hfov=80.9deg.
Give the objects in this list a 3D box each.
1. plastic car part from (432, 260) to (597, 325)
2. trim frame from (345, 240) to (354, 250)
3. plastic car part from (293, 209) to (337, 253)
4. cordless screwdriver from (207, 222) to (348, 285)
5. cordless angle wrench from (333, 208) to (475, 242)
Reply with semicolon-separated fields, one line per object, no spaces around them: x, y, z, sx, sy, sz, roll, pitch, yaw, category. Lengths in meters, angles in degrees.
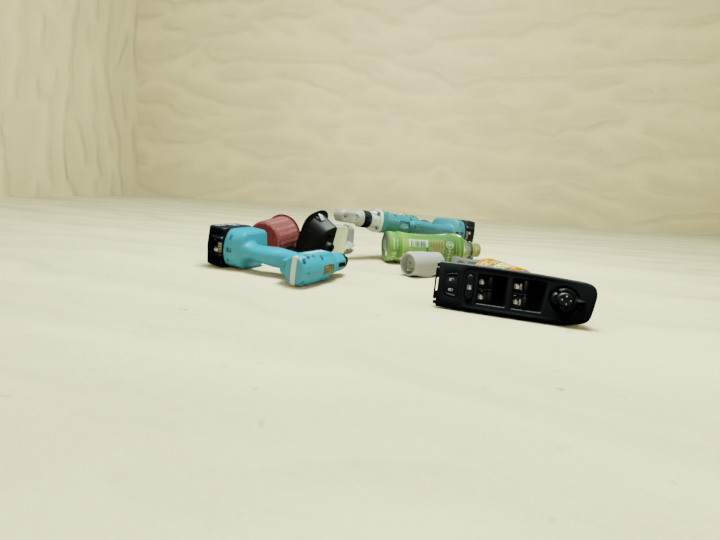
0.211;0.037;0.594;0.211;0.067;0.064;7;-16;23;plastic car part
-0.130;-0.072;1.107;0.262;0.027;0.176;15;15;39;trim frame
-0.083;-0.054;0.845;0.063;0.115;0.075;-4;37;-42;plastic car part
-0.155;-0.032;0.784;0.261;0.073;0.153;14;14;30;cordless screwdriver
0.114;-0.110;1.034;0.403;0.074;0.103;4;6;-36;cordless angle wrench
